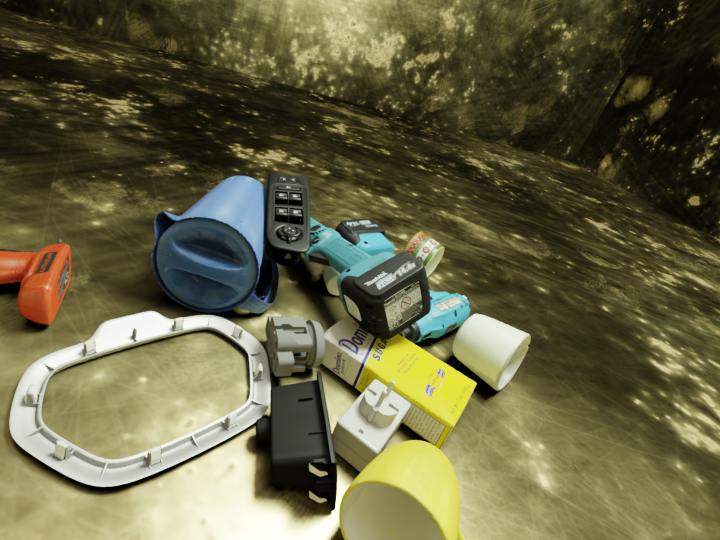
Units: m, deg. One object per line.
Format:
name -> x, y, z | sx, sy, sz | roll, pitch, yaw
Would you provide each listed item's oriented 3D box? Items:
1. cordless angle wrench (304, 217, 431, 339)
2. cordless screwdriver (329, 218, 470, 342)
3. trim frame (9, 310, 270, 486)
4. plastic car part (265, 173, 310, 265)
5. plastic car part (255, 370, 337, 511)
cordless angle wrench -> -0.065, -0.043, 0.666 | 0.096, 0.071, 0.447 | -30, 36, -20
cordless screwdriver -> 0.041, 0.014, 0.682 | 0.153, 0.073, 0.262 | -13, 45, -44
trim frame -> -0.203, 0.108, 0.428 | 0.239, 0.027, 0.194 | -15, 41, -42
plastic car part -> -0.112, -0.077, 0.636 | 0.065, 0.066, 0.211 | 9, 34, -16
plastic car part -> -0.063, 0.154, 0.399 | 0.070, 0.064, 0.121 | -5, 30, -13
